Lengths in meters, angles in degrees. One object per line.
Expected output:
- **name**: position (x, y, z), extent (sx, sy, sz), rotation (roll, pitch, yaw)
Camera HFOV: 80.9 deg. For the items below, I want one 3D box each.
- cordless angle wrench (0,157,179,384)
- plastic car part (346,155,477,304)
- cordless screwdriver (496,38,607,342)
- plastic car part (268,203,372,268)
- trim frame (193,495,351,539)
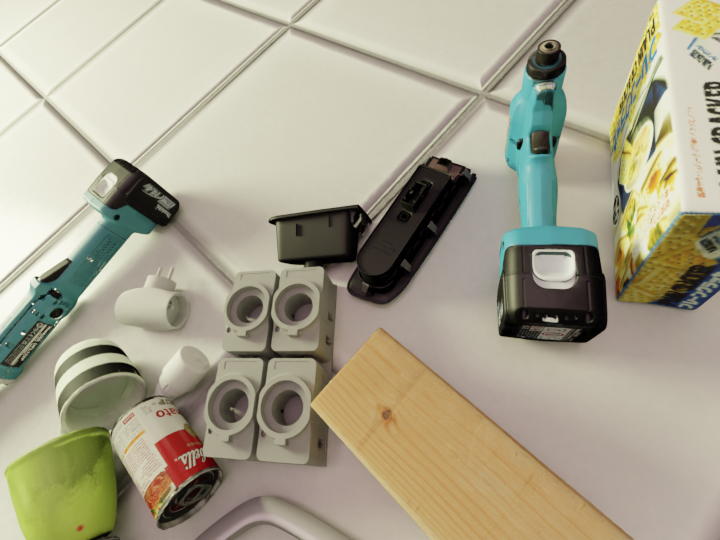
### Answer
- **cordless angle wrench**: position (-0.416, 0.041, 0.563), extent (0.078, 0.093, 0.422), rotation (31, 80, 27)
- **plastic car part**: position (0.056, -0.053, 0.469), extent (0.069, 0.064, 0.203), rotation (29, 77, 20)
- **cordless screwdriver**: position (0.166, -0.069, 0.384), extent (0.076, 0.152, 0.253), rotation (1, 65, 15)
- **plastic car part**: position (-0.048, -0.032, 0.495), extent (0.119, 0.063, 0.072), rotation (-8, 75, 17)
- **trim frame**: position (-0.054, 0.303, 0.331), extent (0.259, 0.026, 0.185), rotation (18, 68, 24)
